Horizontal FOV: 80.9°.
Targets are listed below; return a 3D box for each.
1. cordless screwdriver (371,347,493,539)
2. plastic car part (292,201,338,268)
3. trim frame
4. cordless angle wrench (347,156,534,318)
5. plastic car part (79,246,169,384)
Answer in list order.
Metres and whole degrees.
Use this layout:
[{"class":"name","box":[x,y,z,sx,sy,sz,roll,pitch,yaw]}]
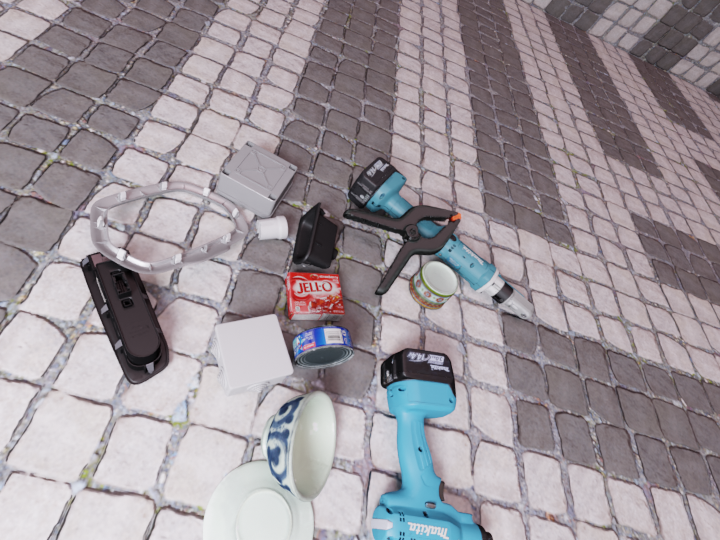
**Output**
[{"class":"cordless screwdriver","box":[0.100,0.243,0.584,0.155,0.074,0.255,15,56,-14]},{"class":"plastic car part","box":[-0.072,-0.047,0.732,0.068,0.067,0.119,24,52,-28]},{"class":"trim frame","box":[-0.282,-0.074,0.644,0.189,0.027,0.242,40,35,13]},{"class":"cordless angle wrench","box":[0.165,-0.052,0.828,0.428,0.074,0.097,41,51,5]},{"class":"plastic car part","box":[-0.308,0.046,0.560,0.064,0.067,0.209,-15,66,-40]}]
